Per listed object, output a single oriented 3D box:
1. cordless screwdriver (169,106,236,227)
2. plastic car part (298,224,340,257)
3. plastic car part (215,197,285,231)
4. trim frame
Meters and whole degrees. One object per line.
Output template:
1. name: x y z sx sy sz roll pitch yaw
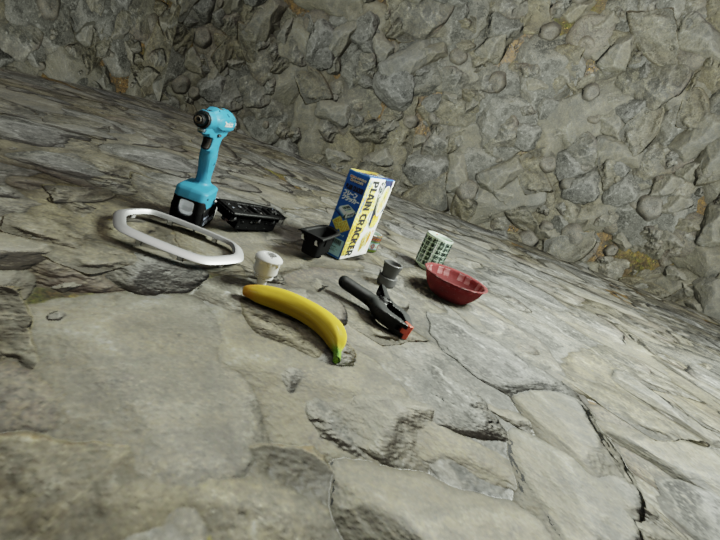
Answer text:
1. cordless screwdriver: -0.326 -0.210 0.863 0.074 0.247 0.161 20 16 -5
2. plastic car part: -0.095 -0.062 0.971 0.068 0.070 0.113 27 18 19
3. plastic car part: -0.251 -0.122 0.985 0.069 0.066 0.195 29 19 25
4. trim frame: -0.333 -0.062 0.779 0.248 0.027 0.186 19 17 -3
